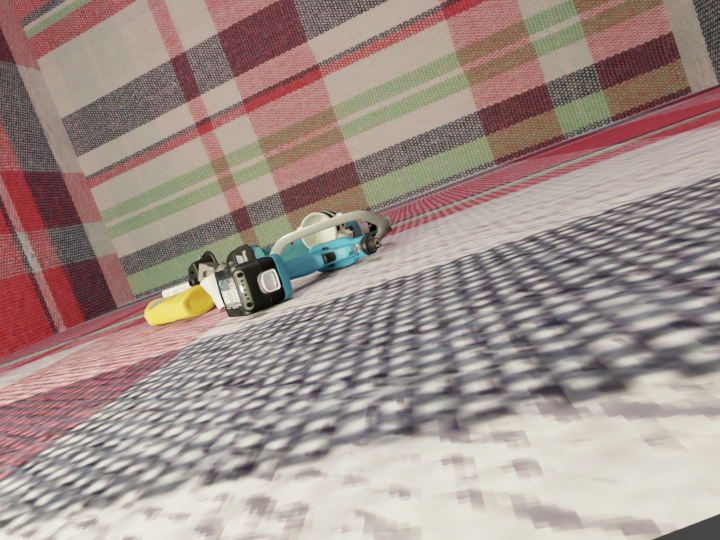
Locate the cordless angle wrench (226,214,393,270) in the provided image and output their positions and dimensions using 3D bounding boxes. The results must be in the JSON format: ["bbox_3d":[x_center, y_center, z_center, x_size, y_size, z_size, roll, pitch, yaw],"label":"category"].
[{"bbox_3d":[-0.097,-0.063,0.988,0.412,0.098,0.076,-21,2,-25],"label":"cordless angle wrench"}]

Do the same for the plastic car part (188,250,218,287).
[{"bbox_3d":[-0.346,0.023,0.937,0.068,0.115,0.069,-18,9,33],"label":"plastic car part"}]

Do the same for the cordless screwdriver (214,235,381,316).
[{"bbox_3d":[-0.093,-0.005,0.671,0.240,0.074,0.165,-23,7,-43],"label":"cordless screwdriver"}]

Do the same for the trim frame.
[{"bbox_3d":[-0.063,-0.053,0.825,0.249,0.028,0.177,-20,-24,2],"label":"trim frame"}]
